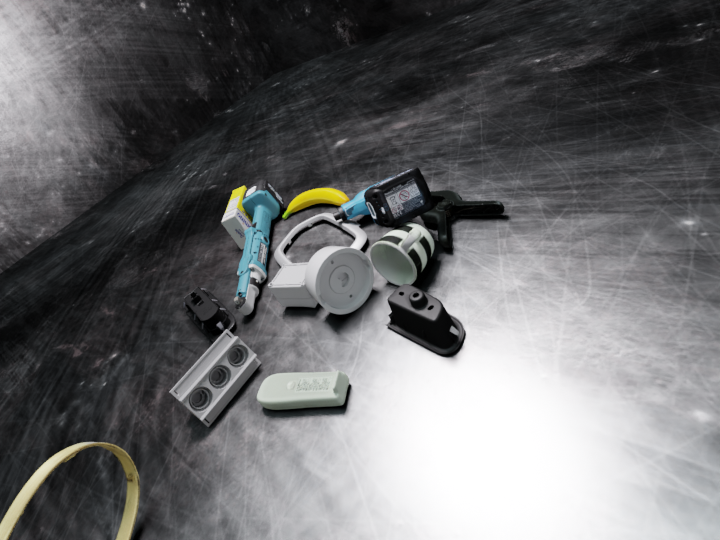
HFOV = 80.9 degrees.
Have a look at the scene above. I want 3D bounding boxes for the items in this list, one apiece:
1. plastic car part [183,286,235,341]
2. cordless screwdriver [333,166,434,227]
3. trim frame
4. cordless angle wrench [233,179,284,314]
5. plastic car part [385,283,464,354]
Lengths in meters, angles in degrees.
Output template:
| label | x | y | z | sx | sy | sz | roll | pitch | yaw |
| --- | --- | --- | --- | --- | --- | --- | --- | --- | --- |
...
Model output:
| label | x | y | z | sx | sy | sz | roll | pitch | yaw |
| --- | --- | --- | --- | --- | --- | --- | --- | --- | --- |
| plastic car part | -0.312 | 0.077 | 0.856 | 0.065 | 0.064 | 0.215 | -35 | 35 | -23 |
| cordless screwdriver | 0.030 | -0.126 | 0.786 | 0.159 | 0.073 | 0.253 | -25 | 12 | -1 |
| trim frame | -0.087 | -0.057 | 0.886 | 0.183 | 0.026 | 0.262 | -39 | 33 | -11 |
| cordless angle wrench | -0.236 | -0.060 | 0.959 | 0.075 | 0.093 | 0.438 | -29 | 37 | 17 |
| plastic car part | 0.082 | 0.055 | 0.571 | 0.065 | 0.068 | 0.123 | -42 | 32 | -17 |
